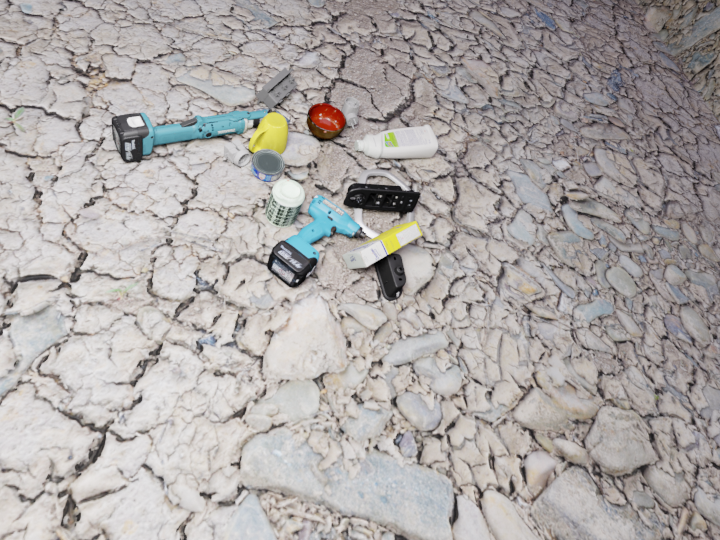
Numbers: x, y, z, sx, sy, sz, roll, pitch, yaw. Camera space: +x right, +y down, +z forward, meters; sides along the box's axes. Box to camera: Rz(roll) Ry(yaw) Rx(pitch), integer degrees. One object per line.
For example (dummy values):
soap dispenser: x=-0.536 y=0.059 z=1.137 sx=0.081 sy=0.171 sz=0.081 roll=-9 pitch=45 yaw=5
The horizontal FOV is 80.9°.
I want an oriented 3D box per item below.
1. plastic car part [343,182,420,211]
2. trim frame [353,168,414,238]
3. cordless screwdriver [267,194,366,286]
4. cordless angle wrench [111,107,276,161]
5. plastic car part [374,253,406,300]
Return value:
plastic car part: x=0.050 y=-0.198 z=1.105 sx=0.197 sy=0.065 sz=0.070 roll=-2 pitch=53 yaw=-20
trim frame: x=0.061 y=-0.178 z=1.145 sx=0.180 sy=0.027 sz=0.254 roll=14 pitch=59 yaw=-11
cordless screwdriver: x=-0.098 y=-0.064 z=0.999 sx=0.160 sy=0.074 sz=0.248 roll=33 pitch=52 yaw=3
cordless angle wrench: x=-0.399 y=-0.366 z=1.078 sx=0.410 sy=0.098 sz=0.076 roll=-23 pitch=72 yaw=-33
plastic car part: x=0.080 y=0.006 z=1.016 sx=0.064 sy=0.070 sz=0.121 roll=-1 pitch=59 yaw=-20
